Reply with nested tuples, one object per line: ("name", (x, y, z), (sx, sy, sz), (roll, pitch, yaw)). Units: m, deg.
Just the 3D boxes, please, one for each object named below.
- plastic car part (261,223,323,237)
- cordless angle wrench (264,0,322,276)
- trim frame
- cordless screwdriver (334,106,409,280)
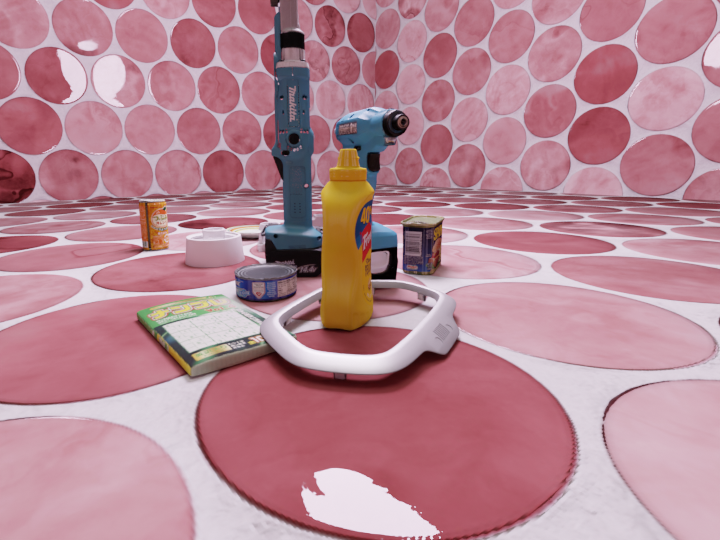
("plastic car part", (-0.075, -0.049, 0.766), (0.203, 0.066, 0.067), (0, 13, 1))
("cordless angle wrench", (-0.105, -0.202, 0.658), (0.097, 0.418, 0.076), (-1, 11, -5))
("trim frame", (0.006, 0.051, 0.451), (0.192, 0.027, 0.241), (7, 16, 27))
("cordless screwdriver", (0.015, -0.097, 0.589), (0.072, 0.245, 0.166), (-5, 13, -24))
